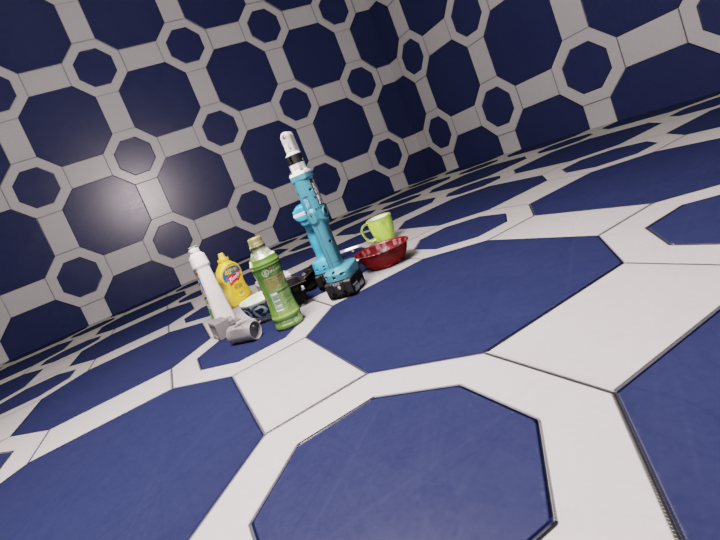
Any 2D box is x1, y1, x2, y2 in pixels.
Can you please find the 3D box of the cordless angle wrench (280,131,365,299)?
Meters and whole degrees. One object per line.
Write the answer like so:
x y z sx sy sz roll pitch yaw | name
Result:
-0.105 -0.138 1.033 0.077 0.418 0.096 -18 8 27 | cordless angle wrench

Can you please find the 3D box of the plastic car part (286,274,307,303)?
-0.173 0.057 1.139 0.065 0.070 0.119 -24 11 -11 | plastic car part

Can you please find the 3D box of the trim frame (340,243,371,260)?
-0.028 -0.052 1.459 0.182 0.027 0.254 -24 12 -9 | trim frame

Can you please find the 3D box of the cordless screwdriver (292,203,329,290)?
-0.118 -0.077 1.205 0.075 0.246 0.160 -21 8 7 | cordless screwdriver

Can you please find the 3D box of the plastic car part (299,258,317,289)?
-0.140 0.006 1.311 0.068 0.066 0.199 -17 13 28 | plastic car part
